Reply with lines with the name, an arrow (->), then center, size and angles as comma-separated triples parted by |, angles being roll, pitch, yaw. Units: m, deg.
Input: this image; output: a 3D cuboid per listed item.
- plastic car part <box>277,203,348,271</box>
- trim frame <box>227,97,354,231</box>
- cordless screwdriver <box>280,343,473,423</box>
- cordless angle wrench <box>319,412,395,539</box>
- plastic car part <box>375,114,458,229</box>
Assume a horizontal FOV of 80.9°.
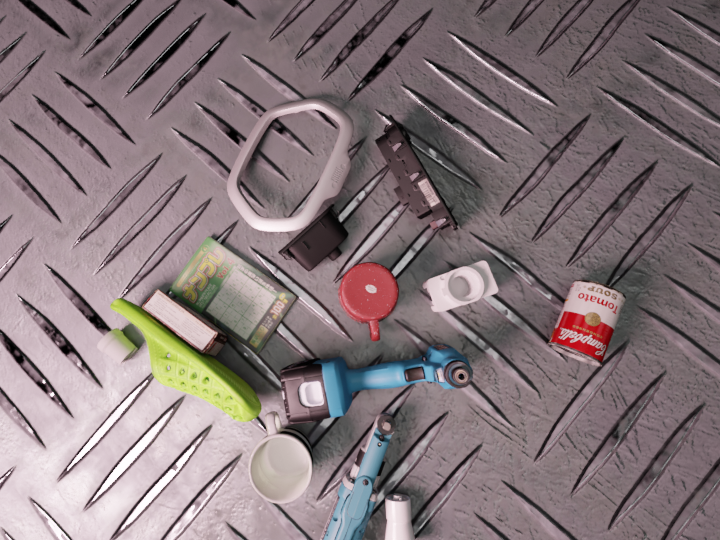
plastic car part -> -0.064, -0.042, 0.655 | 0.116, 0.067, 0.070 | -39, 97, -6
trim frame -> -0.110, -0.173, 0.677 | 0.190, 0.026, 0.249 | 18, 74, 18
cordless screwdriver -> 0.019, 0.147, 0.562 | 0.250, 0.156, 0.075 | -11, 83, 4
cordless angle wrench -> -0.041, 0.397, 0.565 | 0.075, 0.096, 0.424 | 22, 79, 4
plastic car part -> 0.081, -0.145, 0.659 | 0.068, 0.064, 0.206 | -28, 80, 24
